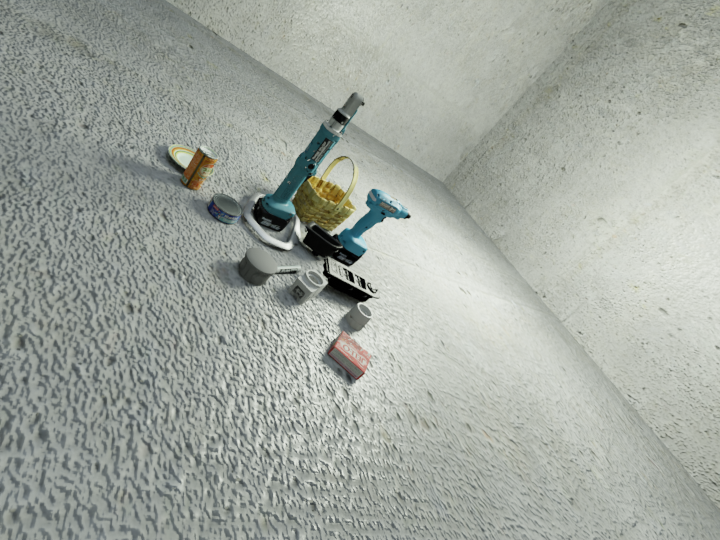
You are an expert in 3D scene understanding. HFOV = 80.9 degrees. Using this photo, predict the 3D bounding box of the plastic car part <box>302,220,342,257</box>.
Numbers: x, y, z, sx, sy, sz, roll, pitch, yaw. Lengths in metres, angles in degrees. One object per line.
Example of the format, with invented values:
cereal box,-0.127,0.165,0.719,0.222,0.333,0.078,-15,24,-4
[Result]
plastic car part,-0.118,-0.077,1.207,0.117,0.071,0.065,41,24,1

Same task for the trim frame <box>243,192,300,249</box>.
trim frame,-0.243,-0.141,1.193,0.179,0.028,0.255,32,25,-17

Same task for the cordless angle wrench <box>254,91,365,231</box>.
cordless angle wrench,-0.135,-0.282,1.104,0.093,0.425,0.078,23,31,-36

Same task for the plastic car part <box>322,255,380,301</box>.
plastic car part,-0.028,0.037,1.142,0.193,0.067,0.069,25,29,-30

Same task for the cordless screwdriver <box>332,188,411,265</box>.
cordless screwdriver,0.028,-0.121,1.272,0.151,0.250,0.078,24,30,-34
